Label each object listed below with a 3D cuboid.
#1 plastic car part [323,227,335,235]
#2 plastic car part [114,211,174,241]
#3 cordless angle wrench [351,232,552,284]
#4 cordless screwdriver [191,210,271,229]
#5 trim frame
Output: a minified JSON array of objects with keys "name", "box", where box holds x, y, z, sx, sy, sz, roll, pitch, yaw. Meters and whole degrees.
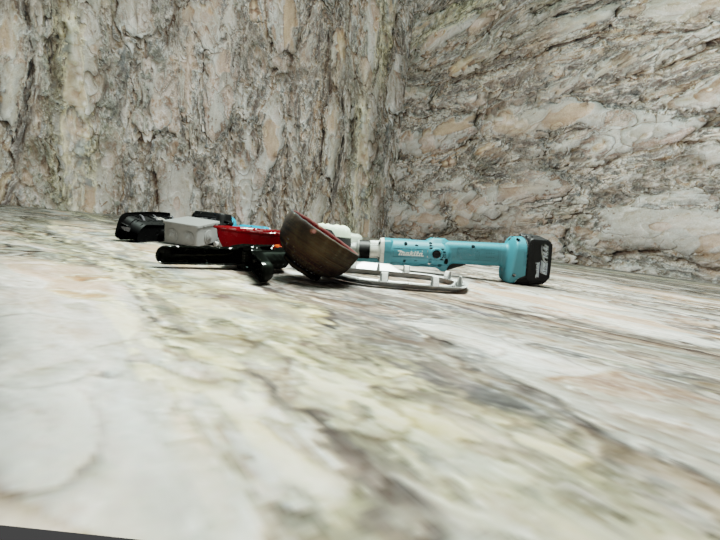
[{"name":"plastic car part","box":[-0.070,-0.046,0.715,0.067,0.072,0.113,-32,-8,20]},{"name":"plastic car part","box":[-0.460,-0.089,0.927,0.068,0.066,0.201,32,6,3]},{"name":"cordless angle wrench","box":[0.150,-0.033,0.852,0.426,0.097,0.074,3,7,4]},{"name":"cordless screwdriver","box":[-0.353,-0.104,1.102,0.164,0.074,0.241,8,2,17]},{"name":"trim frame","box":[0.049,0.005,0.663,0.245,0.027,0.188,3,5,-10]}]
